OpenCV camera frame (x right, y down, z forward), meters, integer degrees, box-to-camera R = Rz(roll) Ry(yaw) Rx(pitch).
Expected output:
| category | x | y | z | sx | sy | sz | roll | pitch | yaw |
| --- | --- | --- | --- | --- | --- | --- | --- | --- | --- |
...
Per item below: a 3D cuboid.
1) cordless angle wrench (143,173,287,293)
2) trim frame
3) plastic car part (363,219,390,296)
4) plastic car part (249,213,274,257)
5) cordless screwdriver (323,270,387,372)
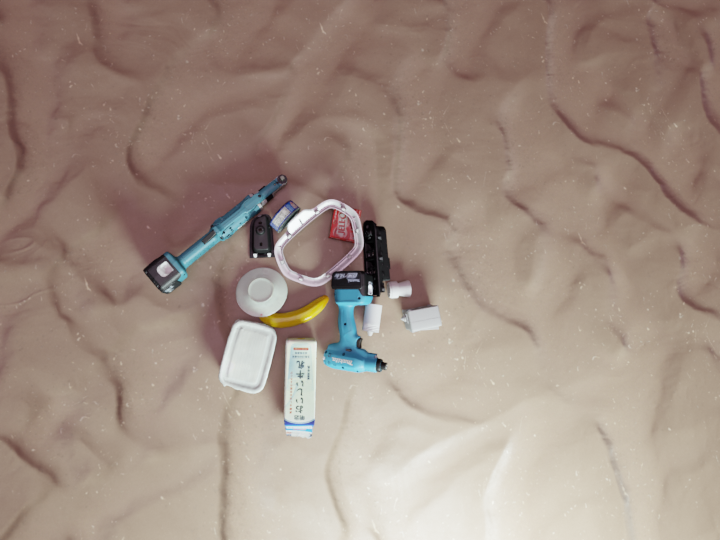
| category | x | y | z | sx | sy | sz | roll | pitch | yaw |
| --- | --- | --- | --- | --- | --- | --- | --- | --- | --- |
| cordless angle wrench | -0.350 | -0.108 | 1.078 | 0.420 | 0.098 | 0.074 | -42 | 92 | -12 |
| trim frame | -0.107 | -0.070 | 1.095 | 0.249 | 0.027 | 0.184 | -39 | 91 | 6 |
| plastic car part | 0.045 | -0.035 | 1.106 | 0.065 | 0.068 | 0.204 | -5 | 84 | -20 |
| plastic car part | -0.256 | -0.092 | 1.086 | 0.065 | 0.071 | 0.117 | -3 | 87 | -9 |
| cordless screwdriver | -0.005 | 0.125 | 1.050 | 0.165 | 0.071 | 0.250 | 2 | 84 | 23 |
